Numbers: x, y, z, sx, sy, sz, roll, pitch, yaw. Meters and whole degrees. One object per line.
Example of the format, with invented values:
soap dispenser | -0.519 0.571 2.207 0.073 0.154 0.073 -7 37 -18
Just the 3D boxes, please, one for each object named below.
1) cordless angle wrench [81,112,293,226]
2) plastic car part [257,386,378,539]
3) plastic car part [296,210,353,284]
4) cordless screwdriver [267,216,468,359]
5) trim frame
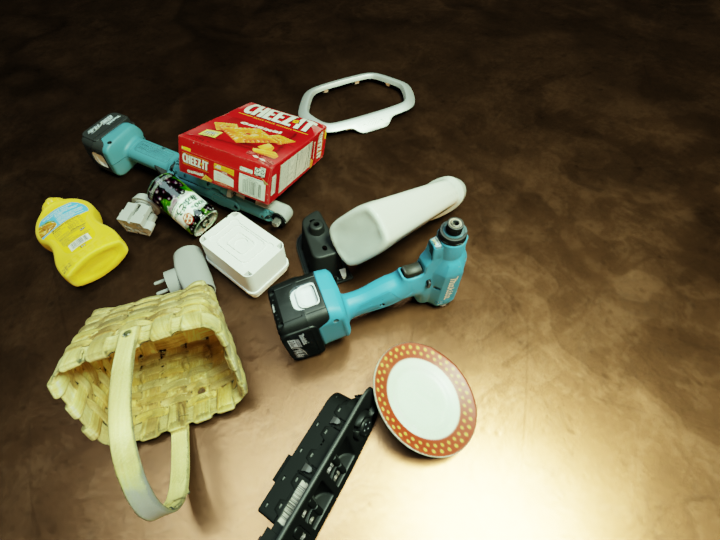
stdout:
cordless angle wrench | -0.302 -0.170 0.743 0.438 0.072 0.098 24 57 18
plastic car part | -0.046 0.211 0.445 0.071 0.063 0.202 11 52 42
plastic car part | -0.061 -0.040 0.623 0.065 0.069 0.122 -16 57 -12
cordless screwdriver | 0.013 0.019 0.520 0.247 0.154 0.078 -17 58 -7
trim frame | -0.010 -0.349 0.878 0.245 0.026 0.193 -20 53 -13
